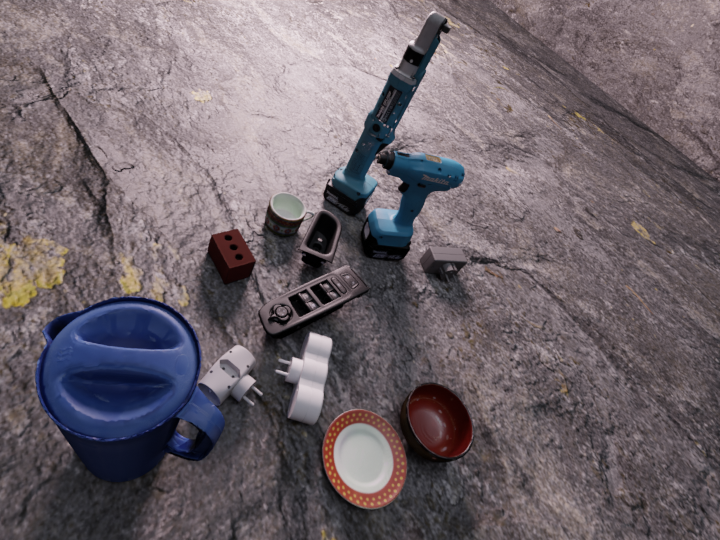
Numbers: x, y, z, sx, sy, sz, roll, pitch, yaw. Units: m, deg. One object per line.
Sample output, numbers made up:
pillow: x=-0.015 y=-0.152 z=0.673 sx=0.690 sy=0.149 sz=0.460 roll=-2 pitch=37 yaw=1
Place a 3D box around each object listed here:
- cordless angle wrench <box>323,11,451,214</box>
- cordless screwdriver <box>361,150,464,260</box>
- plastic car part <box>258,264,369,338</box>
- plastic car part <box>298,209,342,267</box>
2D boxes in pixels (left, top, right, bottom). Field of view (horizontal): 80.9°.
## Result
cordless angle wrench: x=0.042 y=-0.281 z=0.812 sx=0.099 sy=0.421 sz=0.074 roll=37 pitch=47 yaw=3
cordless screwdriver: x=0.066 y=-0.124 z=0.809 sx=0.154 sy=0.248 sz=0.077 roll=10 pitch=51 yaw=-19
plastic car part: x=-0.085 y=0.058 z=0.717 sx=0.196 sy=0.067 sz=0.069 roll=-23 pitch=66 yaw=-36
plastic car part: x=-0.079 y=-0.052 z=0.809 sx=0.065 sy=0.070 sz=0.118 roll=23 pitch=47 yaw=-7
